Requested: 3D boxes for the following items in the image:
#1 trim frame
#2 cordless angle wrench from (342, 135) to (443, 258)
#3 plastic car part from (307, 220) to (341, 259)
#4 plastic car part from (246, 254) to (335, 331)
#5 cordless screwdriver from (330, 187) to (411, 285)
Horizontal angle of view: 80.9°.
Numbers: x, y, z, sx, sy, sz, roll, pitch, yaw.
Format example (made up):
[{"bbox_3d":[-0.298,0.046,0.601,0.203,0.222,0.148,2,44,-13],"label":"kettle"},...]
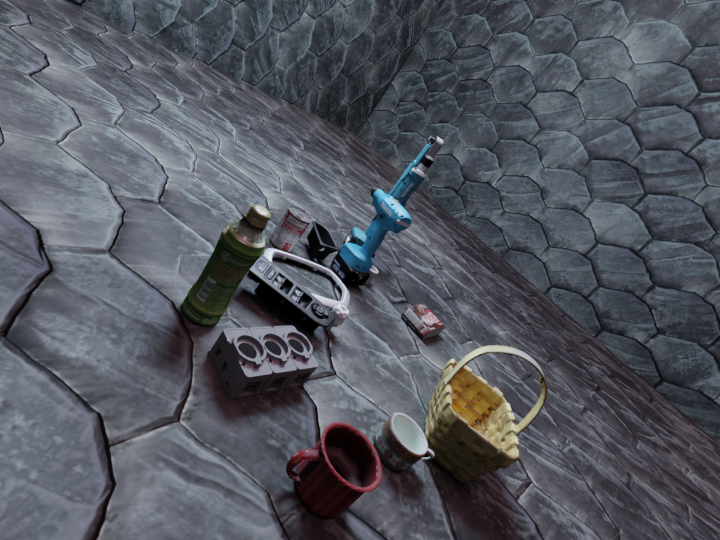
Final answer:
[{"bbox_3d":[-0.124,0.019,0.996,0.236,0.027,0.194,19,27,-34],"label":"trim frame"},{"bbox_3d":[0.099,-0.201,1.225,0.095,0.424,0.076,30,23,-18],"label":"cordless angle wrench"},{"bbox_3d":[-0.111,-0.073,1.140,0.062,0.071,0.122,19,27,-35],"label":"plastic car part"},{"bbox_3d":[-0.144,0.056,0.838,0.203,0.067,0.066,34,22,-1],"label":"plastic car part"},{"bbox_3d":[0.015,-0.091,1.118,0.070,0.249,0.168,16,30,-41],"label":"cordless screwdriver"}]
